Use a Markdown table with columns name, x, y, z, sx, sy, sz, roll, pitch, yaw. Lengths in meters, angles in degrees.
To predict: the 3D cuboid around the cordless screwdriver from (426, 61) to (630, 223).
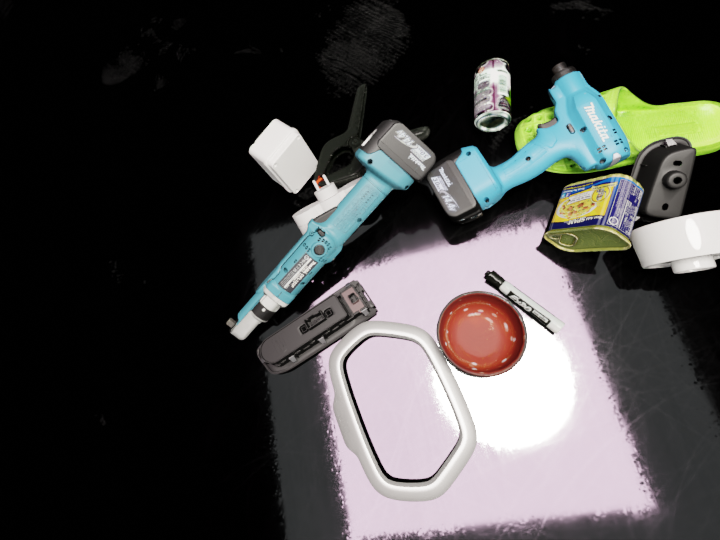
| name | x | y | z | sx | sy | sz | roll | pitch | yaw |
| --- | --- | --- | --- | --- | --- | --- | --- | --- | --- |
| cordless screwdriver | 0.219 | -0.177 | 0.610 | 0.254 | 0.071 | 0.162 | -24 | 76 | 20 |

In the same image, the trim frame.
| name | x | y | z | sx | sy | sz | roll | pitch | yaw |
| --- | --- | --- | --- | --- | --- | --- | --- | --- | --- |
| trim frame | 0.050 | 0.191 | 0.603 | 0.185 | 0.026 | 0.256 | -26 | 69 | 6 |

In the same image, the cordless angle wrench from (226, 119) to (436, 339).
| name | x | y | z | sx | sy | sz | roll | pitch | yaw |
| --- | --- | --- | --- | --- | --- | --- | --- | --- | --- |
| cordless angle wrench | -0.064 | -0.042 | 0.658 | 0.096 | 0.076 | 0.424 | 40 | 103 | -13 |

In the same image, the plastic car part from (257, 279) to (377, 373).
| name | x | y | z | sx | sy | sz | roll | pitch | yaw |
| --- | --- | --- | --- | --- | --- | --- | --- | --- | --- |
| plastic car part | -0.076 | 0.092 | 0.655 | 0.204 | 0.065 | 0.068 | -35 | 76 | 6 |

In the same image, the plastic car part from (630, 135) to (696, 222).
| name | x | y | z | sx | sy | sz | roll | pitch | yaw |
| --- | --- | --- | --- | --- | --- | --- | --- | --- | --- |
| plastic car part | 0.394 | -0.113 | 0.547 | 0.068 | 0.070 | 0.114 | 10 | 111 | 15 |
